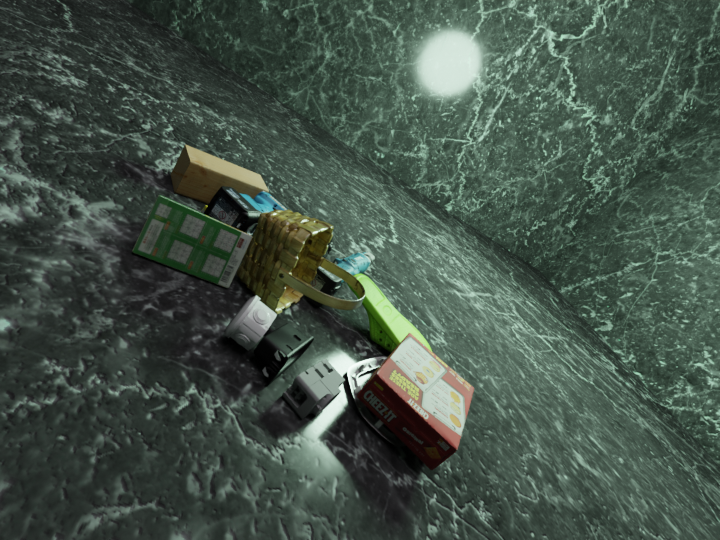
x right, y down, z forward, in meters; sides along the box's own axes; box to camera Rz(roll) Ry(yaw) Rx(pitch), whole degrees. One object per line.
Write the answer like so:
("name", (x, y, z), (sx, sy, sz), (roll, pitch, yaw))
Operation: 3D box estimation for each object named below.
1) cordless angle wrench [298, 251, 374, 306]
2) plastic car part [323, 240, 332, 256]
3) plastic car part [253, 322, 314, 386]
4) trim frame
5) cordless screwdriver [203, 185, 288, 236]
("cordless angle wrench", (-0.036, -0.006, 1.090), (0.100, 0.074, 0.412), (38, 19, 10))
("plastic car part", (-0.104, -0.068, 1.068), (0.068, 0.066, 0.199), (11, -3, 6))
("plastic car part", (-0.132, 0.122, 0.690), (0.072, 0.066, 0.114), (39, 19, 6))
("trim frame", (0.072, 0.240, 0.800), (0.193, 0.027, 0.236), (49, 23, 27))
("cordless screwdriver", (-0.213, -0.109, 0.917), (0.162, 0.074, 0.244), (40, 16, 7))
